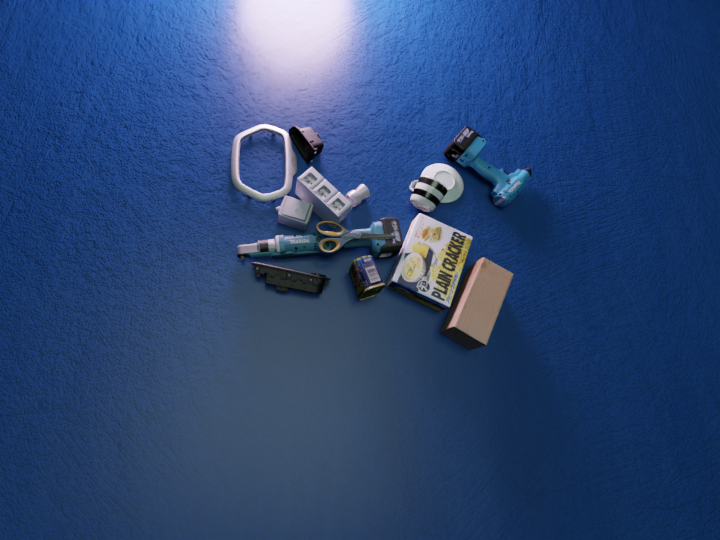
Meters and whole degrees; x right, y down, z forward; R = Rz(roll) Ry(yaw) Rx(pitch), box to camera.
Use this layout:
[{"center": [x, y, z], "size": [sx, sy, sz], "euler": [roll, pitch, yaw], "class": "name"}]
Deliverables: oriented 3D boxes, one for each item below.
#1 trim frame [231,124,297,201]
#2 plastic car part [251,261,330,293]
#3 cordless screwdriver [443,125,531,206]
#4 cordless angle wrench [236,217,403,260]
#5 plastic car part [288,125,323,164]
[{"center": [-0.269, -0.304, 1.187], "size": [0.182, 0.027, 0.254], "euler": [-2, 68, -7], "class": "trim frame"}, {"center": [-0.174, 0.021, 1.057], "size": [0.201, 0.066, 0.068], "euler": [8, 80, -5], "class": "plastic car part"}, {"center": [0.382, -0.320, 1.250], "size": [0.252, 0.074, 0.158], "euler": [46, 70, 6], "class": "cordless screwdriver"}, {"center": [-0.107, -0.070, 1.097], "size": [0.418, 0.073, 0.100], "euler": [-5, 71, -7], "class": "cordless angle wrench"}, {"center": [-0.148, -0.373, 1.214], "size": [0.069, 0.066, 0.120], "euler": [-21, 71, -32], "class": "plastic car part"}]
